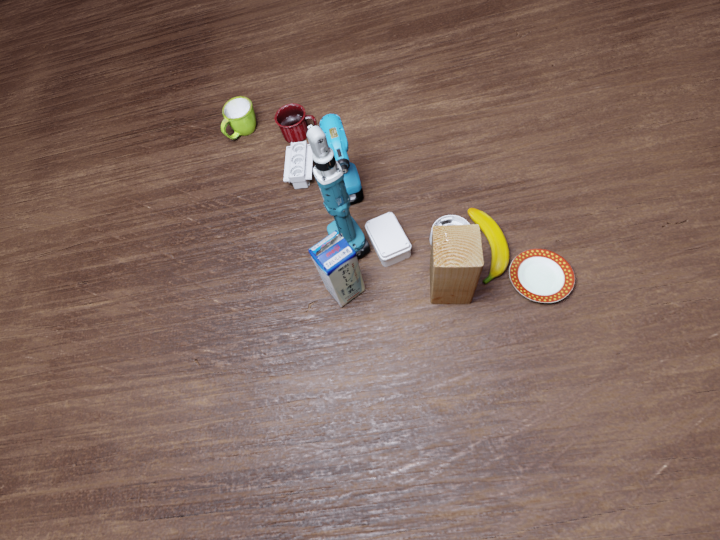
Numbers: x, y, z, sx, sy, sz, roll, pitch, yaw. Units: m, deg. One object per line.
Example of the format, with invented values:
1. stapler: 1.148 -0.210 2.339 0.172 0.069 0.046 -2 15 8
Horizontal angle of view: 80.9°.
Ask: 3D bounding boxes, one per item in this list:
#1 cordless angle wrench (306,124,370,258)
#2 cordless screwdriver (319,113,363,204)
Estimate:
1. cordless angle wrench: -0.050 -0.145 0.887 0.074 0.407 0.102 -29 64 -6
2. cordless screwdriver: -0.042 -0.241 1.029 0.075 0.239 0.165 -15 63 1
